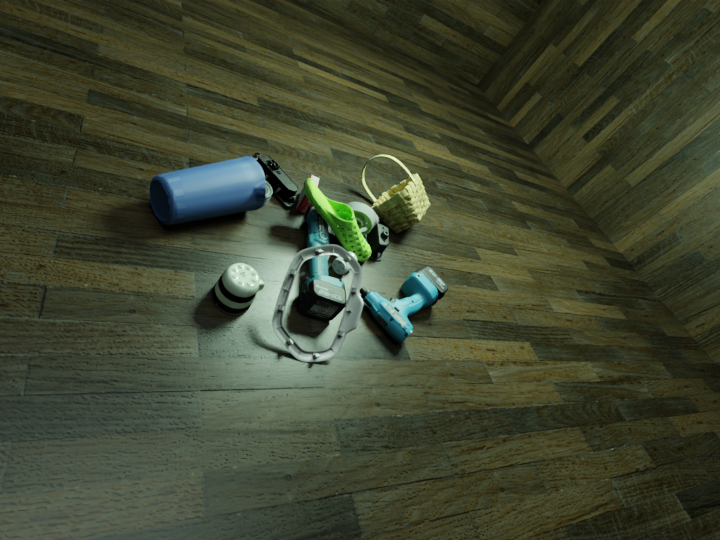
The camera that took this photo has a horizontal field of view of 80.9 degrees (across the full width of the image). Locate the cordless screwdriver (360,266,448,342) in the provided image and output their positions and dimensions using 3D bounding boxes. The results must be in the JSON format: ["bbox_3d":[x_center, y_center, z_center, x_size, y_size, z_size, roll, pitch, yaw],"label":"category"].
[{"bbox_3d":[0.110,0.063,1.087,0.163,0.074,0.242,45,43,11],"label":"cordless screwdriver"}]

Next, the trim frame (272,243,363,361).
[{"bbox_3d":[-0.080,0.065,0.871,0.177,0.028,0.250,22,76,-22],"label":"trim frame"}]

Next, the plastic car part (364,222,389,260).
[{"bbox_3d":[0.054,-0.088,1.202,0.064,0.071,0.120,21,38,-19],"label":"plastic car part"}]

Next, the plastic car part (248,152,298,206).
[{"bbox_3d":[-0.239,-0.263,1.178,0.208,0.067,0.064,50,33,13],"label":"plastic car part"}]

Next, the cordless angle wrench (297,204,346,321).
[{"bbox_3d":[-0.104,-0.068,1.068,0.094,0.075,0.438,20,38,-25],"label":"cordless angle wrench"}]
